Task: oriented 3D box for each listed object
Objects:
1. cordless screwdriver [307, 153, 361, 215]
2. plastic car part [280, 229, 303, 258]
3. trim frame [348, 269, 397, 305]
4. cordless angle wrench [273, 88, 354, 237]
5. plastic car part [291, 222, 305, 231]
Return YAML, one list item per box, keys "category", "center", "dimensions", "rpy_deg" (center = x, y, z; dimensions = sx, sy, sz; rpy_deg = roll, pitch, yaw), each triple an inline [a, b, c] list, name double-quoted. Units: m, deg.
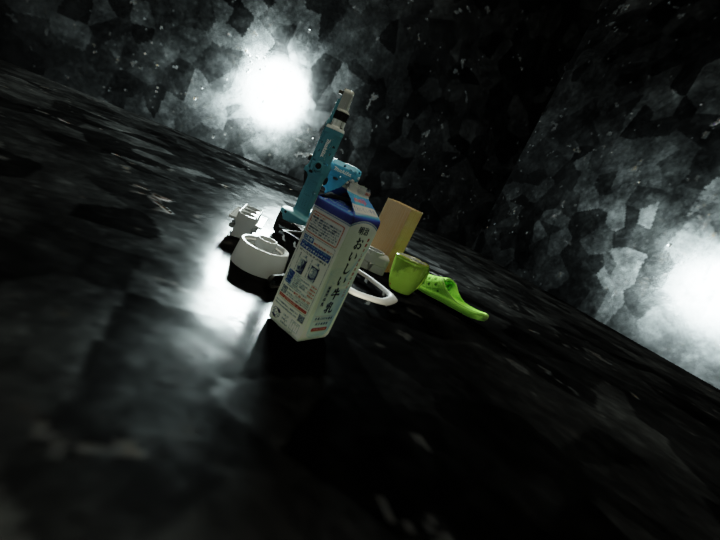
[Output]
- category: "cordless screwdriver"
  center: [-0.118, -0.210, 1.238]
  dimensions: [0.156, 0.248, 0.076]
  rpy_deg: [23, 12, -10]
- category: "plastic car part"
  center: [-0.134, -0.050, 0.969]
  dimensions: [0.069, 0.070, 0.111]
  rpy_deg: [32, 15, 29]
- category: "trim frame"
  center: [-0.022, 0.023, 0.973]
  dimensions: [0.175, 0.027, 0.263]
  rpy_deg: [14, 16, -38]
- category: "cordless angle wrench"
  center: [-0.113, -0.280, 1.139]
  dimensions: [0.099, 0.421, 0.074]
  rpy_deg: [26, 12, 2]
- category: "plastic car part"
  center: [-0.108, -0.071, 1.105]
  dimensions: [0.070, 0.067, 0.193]
  rpy_deg: [32, 15, 31]
